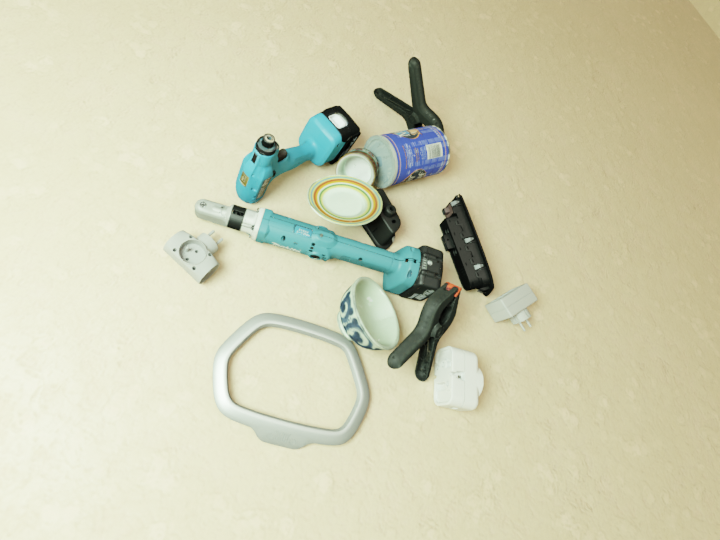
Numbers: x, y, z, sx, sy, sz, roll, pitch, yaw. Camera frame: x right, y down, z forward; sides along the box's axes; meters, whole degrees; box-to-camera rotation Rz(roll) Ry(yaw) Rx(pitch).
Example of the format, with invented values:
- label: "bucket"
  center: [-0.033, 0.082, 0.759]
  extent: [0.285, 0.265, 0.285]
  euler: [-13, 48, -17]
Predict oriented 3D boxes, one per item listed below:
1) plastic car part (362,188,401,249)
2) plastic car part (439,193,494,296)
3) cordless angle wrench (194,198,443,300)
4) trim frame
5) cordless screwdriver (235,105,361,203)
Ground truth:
- label: "plastic car part"
  center: [0.038, -0.105, 0.788]
  extent: [0.064, 0.071, 0.119]
  euler: [-25, 75, -28]
- label: "plastic car part"
  center: [0.201, -0.045, 0.826]
  extent: [0.066, 0.066, 0.208]
  euler: [-15, 73, -17]
- label: "cordless angle wrench"
  center: [-0.070, -0.046, 0.712]
  extent: [0.416, 0.098, 0.075]
  euler: [17, 66, -9]
- label: "trim frame"
  center: [-0.100, 0.165, 0.638]
  extent: [0.242, 0.028, 0.187]
  euler: [19, 60, -14]
- label: "cordless screwdriver"
  center: [-0.103, -0.217, 0.736]
  extent: [0.244, 0.161, 0.075]
  euler: [-39, 88, -32]
